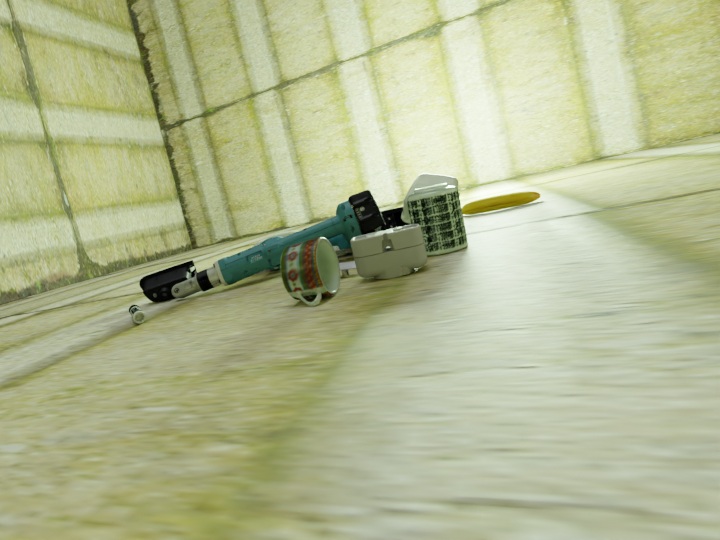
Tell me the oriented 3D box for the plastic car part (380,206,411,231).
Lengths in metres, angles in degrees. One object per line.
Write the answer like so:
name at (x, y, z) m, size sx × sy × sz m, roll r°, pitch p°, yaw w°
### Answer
plastic car part at (0.111, -0.123, 1.070) m, size 0.203 × 0.068 × 0.065 m, roll -14°, pitch -18°, yaw 1°

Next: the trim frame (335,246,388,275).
trim frame at (-0.021, -0.017, 0.728) m, size 0.260 × 0.027 × 0.178 m, roll -2°, pitch 14°, yaw 42°

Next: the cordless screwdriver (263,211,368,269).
cordless screwdriver at (-0.091, -0.060, 0.933) m, size 0.248 × 0.074 × 0.160 m, roll -17°, pitch 4°, yaw -2°

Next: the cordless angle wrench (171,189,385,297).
cordless angle wrench at (-0.164, -0.035, 0.810) m, size 0.423 × 0.075 × 0.097 m, roll -22°, pitch -7°, yaw 0°

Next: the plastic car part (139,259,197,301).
plastic car part at (-0.388, 0.034, 0.859) m, size 0.115 × 0.064 × 0.074 m, roll -19°, pitch 23°, yaw -14°
